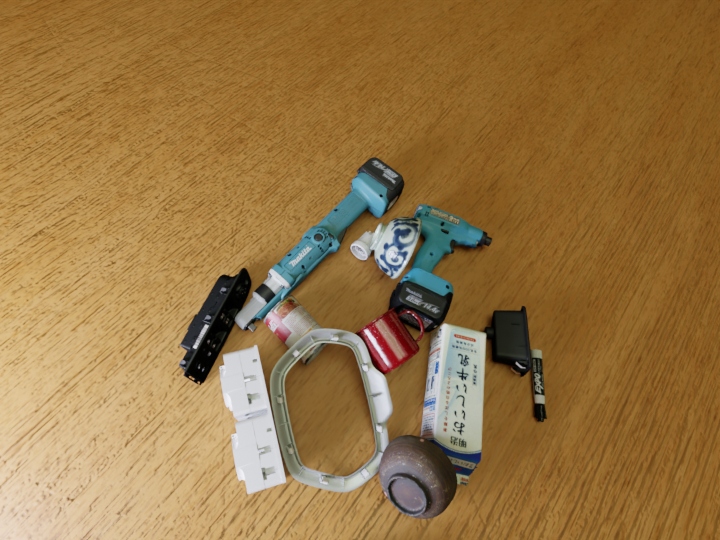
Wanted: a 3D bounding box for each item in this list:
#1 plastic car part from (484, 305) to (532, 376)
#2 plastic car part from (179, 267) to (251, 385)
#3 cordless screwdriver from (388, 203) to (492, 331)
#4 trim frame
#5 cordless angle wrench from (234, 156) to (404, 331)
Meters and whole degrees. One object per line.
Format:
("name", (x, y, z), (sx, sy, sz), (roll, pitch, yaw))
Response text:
("plastic car part", (0.260, 0.121, 0.757), (0.072, 0.063, 0.119), (1, 60, 8))
("plastic car part", (-0.250, 0.085, 0.724), (0.070, 0.063, 0.204), (12, 62, 27))
("cordless screwdriver", (0.154, -0.005, 0.799), (0.161, 0.073, 0.251), (20, 60, 3))
("trim frame", (-0.041, 0.215, 0.656), (0.180, 0.028, 0.251), (-11, 82, -16))
("cordless angle wrench", (-0.078, -0.051, 0.801), (0.100, 0.073, 0.420), (38, 69, 11))
